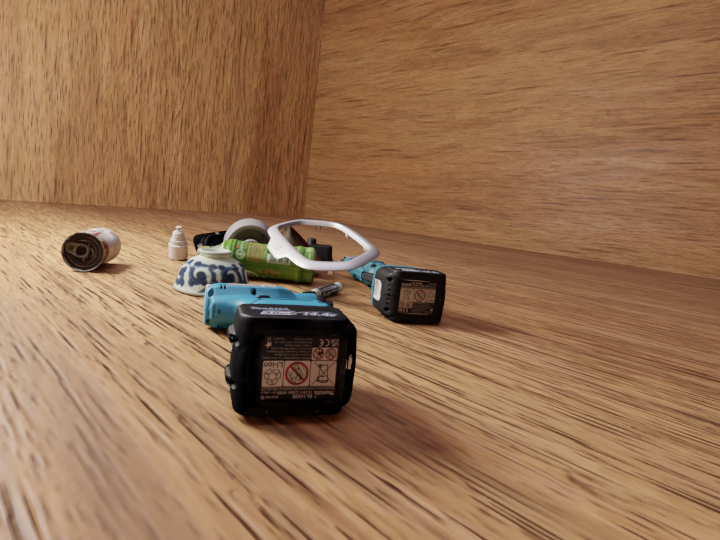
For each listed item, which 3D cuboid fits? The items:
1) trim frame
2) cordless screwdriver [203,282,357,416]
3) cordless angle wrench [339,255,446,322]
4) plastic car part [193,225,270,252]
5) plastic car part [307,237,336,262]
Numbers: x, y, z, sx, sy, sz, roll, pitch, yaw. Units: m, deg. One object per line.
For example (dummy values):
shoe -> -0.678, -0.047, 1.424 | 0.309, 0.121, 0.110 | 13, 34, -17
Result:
trim frame -> -0.076, -0.050, 0.777 | 0.178, 0.027, 0.262 | -8, 28, -26
cordless screwdriver -> -0.069, 0.056, 0.423 | 0.154, 0.074, 0.258 | 3, 5, -22
cordless angle wrench -> 0.028, 0.009, 0.803 | 0.096, 0.074, 0.434 | 4, 7, -15
plastic car part -> -0.290, -0.066, 1.000 | 0.195, 0.066, 0.070 | -9, 6, -32
plastic car part -> -0.112, -0.041, 1.014 | 0.116, 0.070, 0.067 | 8, 6, -5
